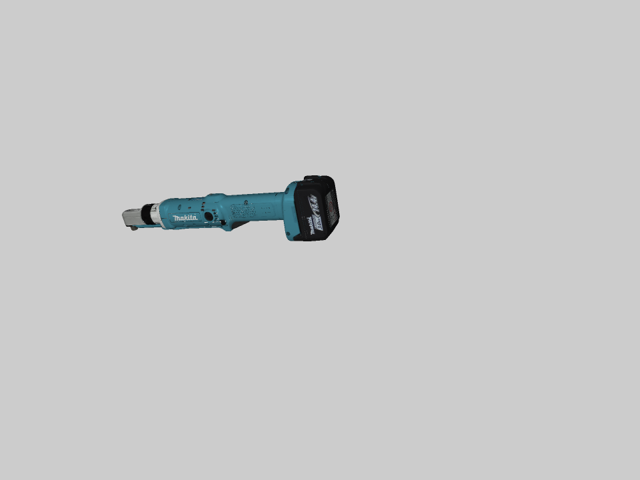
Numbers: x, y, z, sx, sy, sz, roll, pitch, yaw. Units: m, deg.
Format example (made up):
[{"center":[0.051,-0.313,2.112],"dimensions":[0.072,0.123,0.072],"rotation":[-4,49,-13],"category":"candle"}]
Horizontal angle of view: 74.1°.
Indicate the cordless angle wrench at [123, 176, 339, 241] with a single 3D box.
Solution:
[{"center":[-0.180,-0.049,0.745],"dimensions":[0.423,0.098,0.074],"rotation":[-1,24,21],"category":"cordless angle wrench"}]
